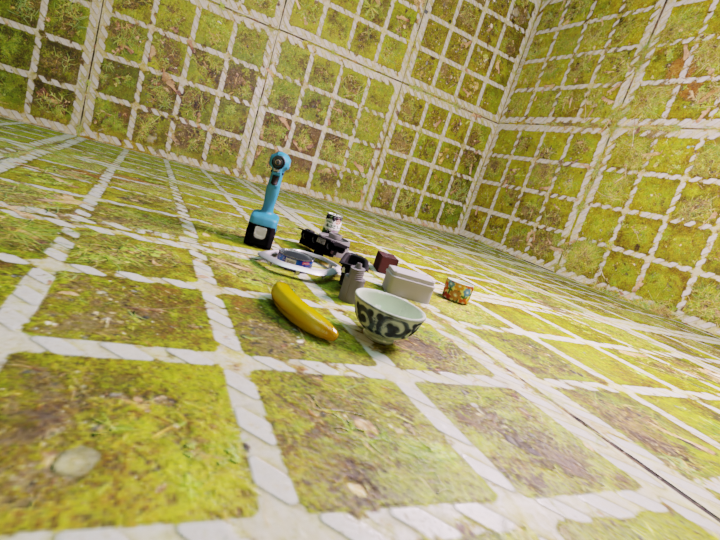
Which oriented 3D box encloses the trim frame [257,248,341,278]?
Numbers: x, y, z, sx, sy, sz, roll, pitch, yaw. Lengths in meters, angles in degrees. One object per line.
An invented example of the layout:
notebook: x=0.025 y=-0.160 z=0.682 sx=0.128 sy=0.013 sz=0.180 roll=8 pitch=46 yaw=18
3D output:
trim frame: x=-0.141 y=-0.020 z=1.008 sx=0.191 sy=0.027 sz=0.242 roll=20 pitch=13 yaw=17

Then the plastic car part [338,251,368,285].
plastic car part: x=-0.020 y=0.006 z=0.947 sx=0.066 sy=0.070 sz=0.116 roll=17 pitch=12 yaw=1

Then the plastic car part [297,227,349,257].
plastic car part: x=-0.117 y=-0.077 z=1.199 sx=0.063 sy=0.066 sz=0.215 roll=9 pitch=14 yaw=-37

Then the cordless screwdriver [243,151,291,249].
cordless screwdriver: x=-0.230 y=-0.178 z=1.069 sx=0.073 sy=0.247 sz=0.163 roll=16 pitch=11 yaw=-11
